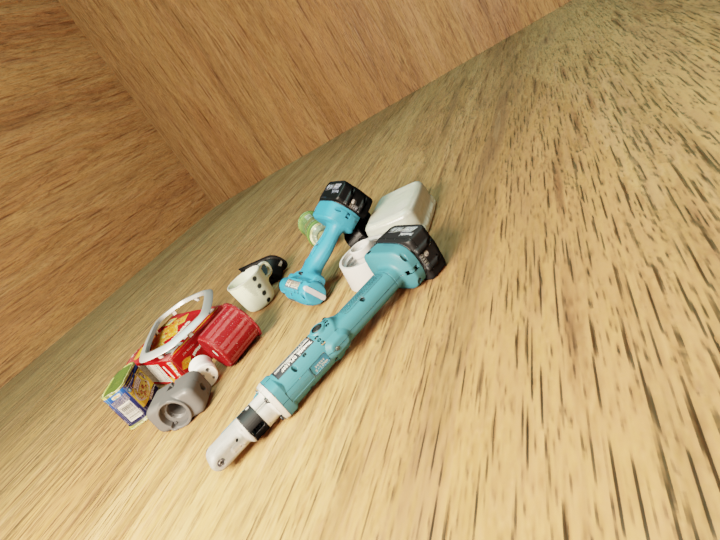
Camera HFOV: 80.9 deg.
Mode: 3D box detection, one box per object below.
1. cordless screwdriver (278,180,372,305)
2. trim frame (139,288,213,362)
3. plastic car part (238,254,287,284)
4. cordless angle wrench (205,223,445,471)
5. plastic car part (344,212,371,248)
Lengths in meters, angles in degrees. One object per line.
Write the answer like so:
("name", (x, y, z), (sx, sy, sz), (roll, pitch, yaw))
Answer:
("cordless screwdriver", (-0.082, -0.054, 0.842), (0.166, 0.071, 0.249), (6, 69, 59))
("trim frame", (-0.390, 0.113, 0.900), (0.183, 0.026, 0.258), (-34, 25, -5))
("plastic car part", (-0.238, 0.015, 1.033), (0.119, 0.063, 0.073), (-23, 38, 20))
("cordless angle wrench", (-0.045, 0.097, 0.585), (0.419, 0.072, 0.102), (-46, 23, -20))
("plastic car part", (-0.010, -0.097, 0.923), (0.067, 0.064, 0.209), (-37, 23, 10))
